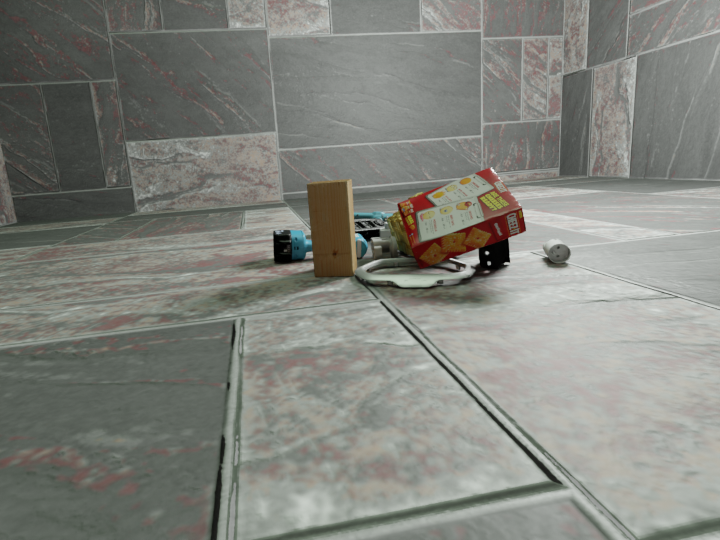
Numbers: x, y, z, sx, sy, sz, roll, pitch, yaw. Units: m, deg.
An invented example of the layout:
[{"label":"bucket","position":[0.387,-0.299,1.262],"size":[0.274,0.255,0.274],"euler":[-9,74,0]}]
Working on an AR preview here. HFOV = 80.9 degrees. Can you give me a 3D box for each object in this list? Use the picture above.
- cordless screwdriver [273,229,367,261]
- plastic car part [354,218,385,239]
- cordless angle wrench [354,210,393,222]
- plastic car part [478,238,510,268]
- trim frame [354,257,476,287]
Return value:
[{"label":"cordless screwdriver","position":[-0.112,-0.073,1.144],"size":[0.248,0.073,0.162],"euler":[-1,13,-3]},{"label":"plastic car part","position":[0.006,-0.123,1.300],"size":[0.195,0.066,0.070],"euler":[-14,36,-38]},{"label":"cordless angle wrench","position":[0.061,-0.164,1.409],"size":[0.433,0.097,0.073],"euler":[3,10,13]},{"label":"plastic car part","position":[0.275,-0.050,0.893],"size":[0.069,0.112,0.070],"euler":[5,38,29]},{"label":"trim frame","position":[0.111,0.001,0.888],"size":[0.252,0.027,0.184],"euler":[0,14,8]}]
